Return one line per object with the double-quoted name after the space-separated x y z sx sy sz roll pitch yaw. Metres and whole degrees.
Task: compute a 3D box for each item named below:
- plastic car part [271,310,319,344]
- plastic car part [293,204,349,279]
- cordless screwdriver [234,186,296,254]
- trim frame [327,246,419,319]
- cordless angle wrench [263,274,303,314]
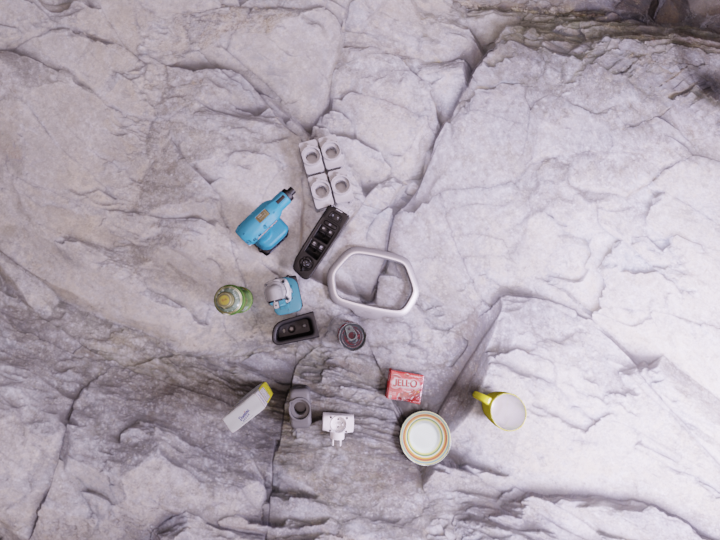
-0.170 0.150 1.083 0.116 0.071 0.066 -14 86 -4 "plastic car part"
-0.109 -0.071 1.115 0.066 0.067 0.203 32 83 0 "plastic car part"
-0.216 -0.118 1.028 0.074 0.249 0.159 45 83 -2 "cordless screwdriver"
0.033 0.035 1.124 0.249 0.027 0.185 11 83 0 "trim frame"
-0.172 0.051 0.920 0.074 0.423 0.098 -13 88 -7 "cordless angle wrench"
